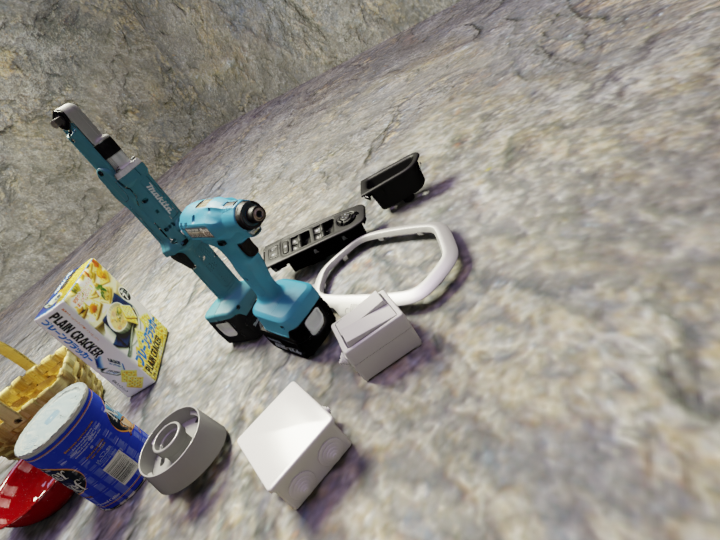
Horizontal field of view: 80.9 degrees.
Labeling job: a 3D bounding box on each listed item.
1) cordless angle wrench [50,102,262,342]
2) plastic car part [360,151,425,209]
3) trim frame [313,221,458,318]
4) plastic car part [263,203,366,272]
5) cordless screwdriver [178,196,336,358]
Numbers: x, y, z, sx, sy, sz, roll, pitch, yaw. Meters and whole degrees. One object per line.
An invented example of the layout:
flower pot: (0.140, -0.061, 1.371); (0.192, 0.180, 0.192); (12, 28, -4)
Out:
cordless angle wrench: (-0.279, -0.059, 0.629); (0.077, 0.405, 0.099); (-15, 33, 32)
plastic car part: (0.065, -0.150, 0.753); (0.119, 0.068, 0.068); (-24, 31, 18)
trim frame: (0.028, -0.003, 0.626); (0.260, 0.026, 0.184); (-5, 42, 40)
plastic car part: (-0.073, -0.048, 0.749); (0.205, 0.064, 0.068); (-28, 30, 12)
cordless screwdriver: (-0.116, 0.008, 0.542); (0.167, 0.238, 0.074); (1, 43, 47)
